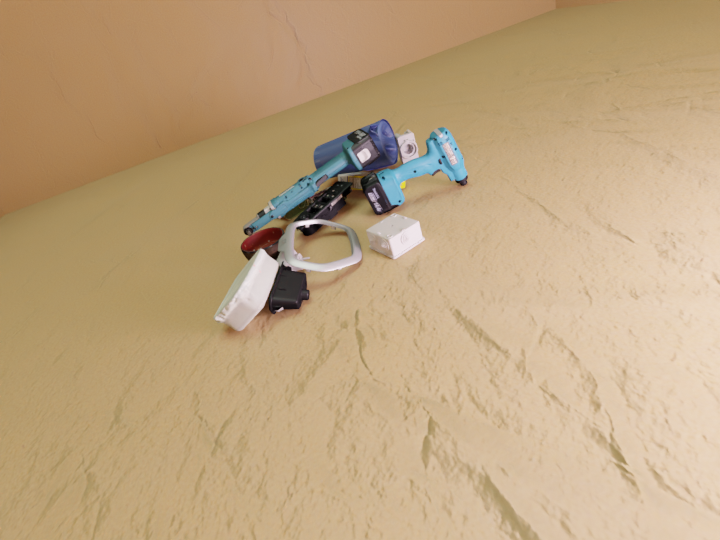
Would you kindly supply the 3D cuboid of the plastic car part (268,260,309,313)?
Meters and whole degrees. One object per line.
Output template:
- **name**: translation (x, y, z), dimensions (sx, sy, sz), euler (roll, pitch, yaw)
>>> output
- **plastic car part**: translation (-0.136, 0.042, 0.843), dimensions (0.072, 0.064, 0.119), euler (-1, 36, 4)

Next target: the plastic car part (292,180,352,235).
- **plastic car part**: translation (-0.100, -0.160, 1.119), dimensions (0.070, 0.064, 0.200), euler (23, 55, 40)

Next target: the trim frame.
- **trim frame**: translation (-0.093, -0.061, 0.953), dimensions (0.182, 0.027, 0.257), euler (0, 32, -7)

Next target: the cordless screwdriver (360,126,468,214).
- **cordless screwdriver**: translation (0.135, -0.222, 1.046), dimensions (0.252, 0.152, 0.077), euler (-30, 30, 14)

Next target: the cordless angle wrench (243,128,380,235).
- **cordless angle wrench**: translation (-0.146, -0.227, 1.149), dimensions (0.424, 0.071, 0.103), euler (-35, 34, 3)
